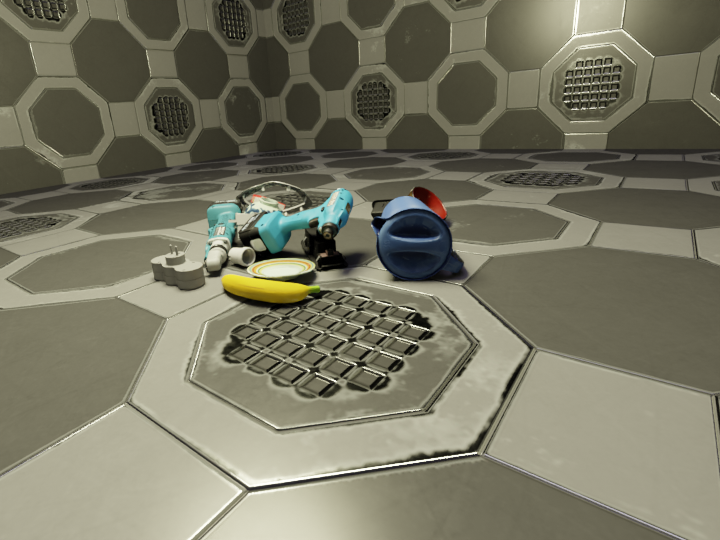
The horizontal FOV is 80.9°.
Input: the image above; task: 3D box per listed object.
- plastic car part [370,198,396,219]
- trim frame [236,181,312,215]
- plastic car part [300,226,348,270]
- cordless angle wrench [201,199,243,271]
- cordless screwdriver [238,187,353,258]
[{"bbox_3d":[0.080,-0.152,1.141,0.121,0.063,0.071,2,34,23],"label":"plastic car part"},{"bbox_3d":[-0.250,-0.200,1.210,0.260,0.028,0.174,-6,-22,45],"label":"trim frame"},{"bbox_3d":[-0.091,-0.059,0.926,0.065,0.065,0.211,-16,20,-13],"label":"plastic car part"},{"bbox_3d":[-0.341,-0.089,1.038,0.097,0.072,0.439,-7,23,-11],"label":"cordless angle wrench"},{"bbox_3d":[-0.139,-0.087,0.880,0.256,0.071,0.161,-15,31,23],"label":"cordless screwdriver"}]
